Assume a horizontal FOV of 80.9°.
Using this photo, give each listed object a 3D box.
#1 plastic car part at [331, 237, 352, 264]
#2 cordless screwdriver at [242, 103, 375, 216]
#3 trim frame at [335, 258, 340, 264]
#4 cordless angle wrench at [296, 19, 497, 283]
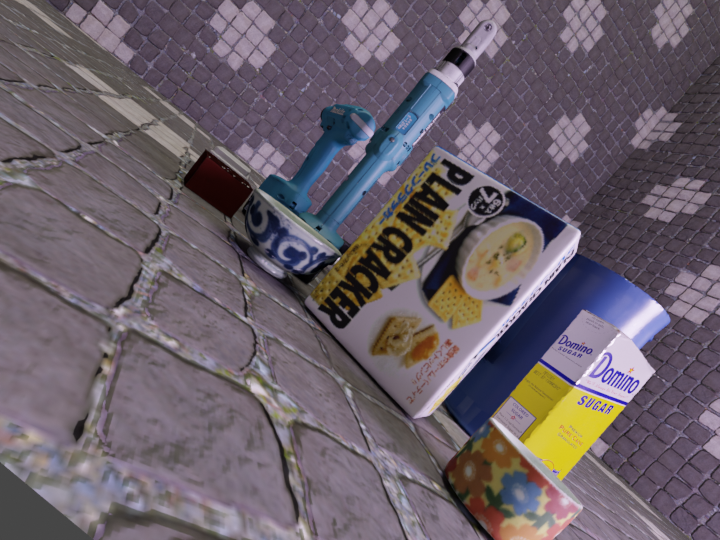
[{"bbox_3d":[-0.076,-0.050,0.777,0.114,0.071,0.067,39,4,-13],"label":"plastic car part"},{"bbox_3d":[-0.093,-0.174,0.707,0.070,0.249,0.167,37,5,-34],"label":"cordless screwdriver"},{"bbox_3d":[-0.002,0.027,0.928,0.244,0.027,0.188,39,4,-11],"label":"trim frame"},{"bbox_3d":[0.039,-0.167,0.579,0.075,0.423,0.097,40,4,1],"label":"cordless angle wrench"}]
